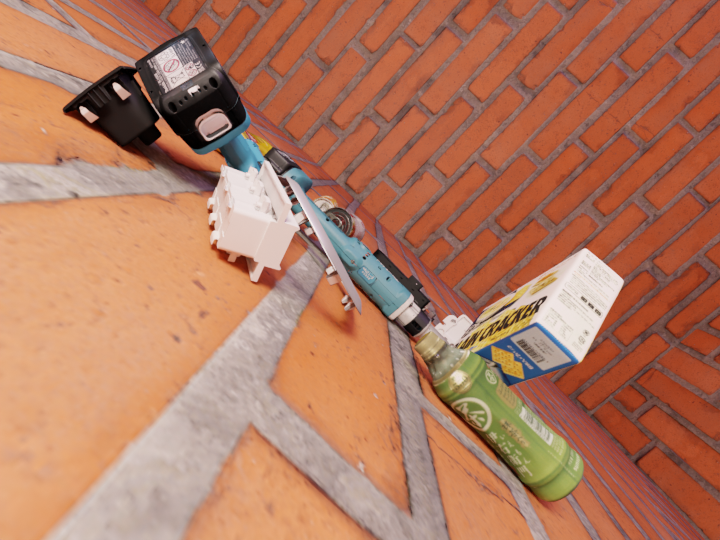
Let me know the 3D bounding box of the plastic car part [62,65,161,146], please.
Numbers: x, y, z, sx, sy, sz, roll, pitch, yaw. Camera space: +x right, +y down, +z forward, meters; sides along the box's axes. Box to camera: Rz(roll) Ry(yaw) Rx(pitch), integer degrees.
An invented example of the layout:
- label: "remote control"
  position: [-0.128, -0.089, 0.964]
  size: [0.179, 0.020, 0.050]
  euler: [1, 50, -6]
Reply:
- label: "plastic car part"
  position: [-0.233, -0.159, 0.427]
  size: [0.068, 0.066, 0.121]
  euler: [56, 0, -26]

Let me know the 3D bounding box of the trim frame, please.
- label: "trim frame"
  position: [-0.049, -0.032, 0.503]
  size: [0.184, 0.027, 0.249]
  euler: [63, -1, -3]

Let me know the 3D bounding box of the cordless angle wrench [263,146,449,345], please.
- label: "cordless angle wrench"
  position: [-0.012, -0.021, 0.677]
  size: [0.427, 0.075, 0.096]
  euler: [46, 10, 5]

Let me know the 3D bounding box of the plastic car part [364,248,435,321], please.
- label: "plastic car part"
  position: [0.076, 0.030, 0.838]
  size: [0.210, 0.067, 0.064]
  euler: [43, 17, 18]

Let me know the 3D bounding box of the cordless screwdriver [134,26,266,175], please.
- label: "cordless screwdriver"
  position: [-0.148, -0.140, 0.498]
  size: [0.165, 0.074, 0.241]
  euler: [58, -3, 18]
